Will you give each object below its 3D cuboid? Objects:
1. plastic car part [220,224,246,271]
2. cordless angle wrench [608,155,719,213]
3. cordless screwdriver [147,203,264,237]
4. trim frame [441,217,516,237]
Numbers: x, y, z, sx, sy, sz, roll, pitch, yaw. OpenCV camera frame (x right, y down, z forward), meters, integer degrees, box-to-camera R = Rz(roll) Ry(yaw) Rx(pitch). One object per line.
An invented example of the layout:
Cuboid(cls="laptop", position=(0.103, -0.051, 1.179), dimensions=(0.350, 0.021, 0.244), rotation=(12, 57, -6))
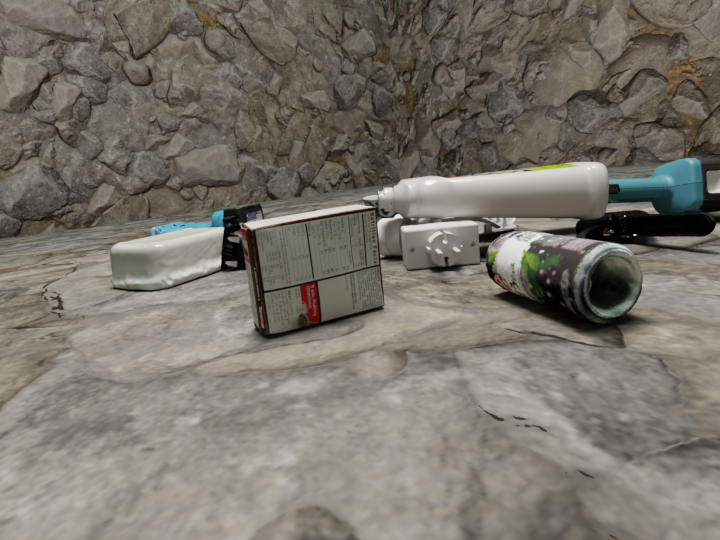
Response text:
Cuboid(cls="plastic car part", position=(-0.145, -0.034, 0.634), dimensions=(0.074, 0.065, 0.113), rotation=(16, 18, 24))
Cuboid(cls="cordless angle wrench", position=(0.294, -0.112, 0.604), dimensions=(0.424, 0.074, 0.098), rotation=(-2, 1, 2))
Cuboid(cls="cordless screwdriver", position=(-0.326, -0.095, 0.940), dimensions=(0.256, 0.073, 0.156), rotation=(-6, 12, 21))
Cuboid(cls="trim frame", position=(0.170, -0.083, 0.743), dimensions=(0.186, 0.027, 0.248), rotation=(-4, 11, 6))
